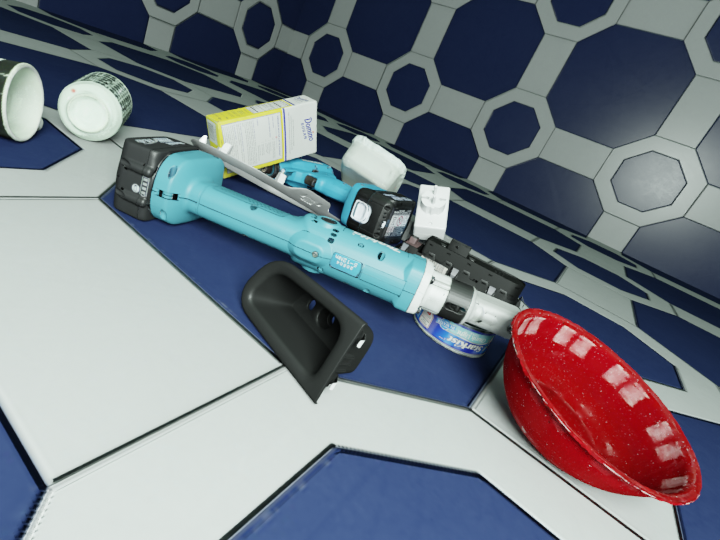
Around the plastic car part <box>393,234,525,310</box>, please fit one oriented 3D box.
[{"bbox_3d":[0.150,-0.002,0.620,0.210,0.067,0.064,33,15,17],"label":"plastic car part"}]

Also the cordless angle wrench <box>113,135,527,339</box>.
[{"bbox_3d":[-0.042,-0.027,0.426,0.429,0.074,0.097,23,20,7],"label":"cordless angle wrench"}]

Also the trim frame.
[{"bbox_3d":[-0.124,-0.123,0.579,0.194,0.027,0.235,30,1,34],"label":"trim frame"}]

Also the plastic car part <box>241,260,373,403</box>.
[{"bbox_3d":[-0.035,0.040,0.338,0.123,0.066,0.067,38,9,40],"label":"plastic car part"}]

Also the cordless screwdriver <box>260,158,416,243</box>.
[{"bbox_3d":[-0.044,-0.130,0.709,0.263,0.074,0.152,34,23,35],"label":"cordless screwdriver"}]
